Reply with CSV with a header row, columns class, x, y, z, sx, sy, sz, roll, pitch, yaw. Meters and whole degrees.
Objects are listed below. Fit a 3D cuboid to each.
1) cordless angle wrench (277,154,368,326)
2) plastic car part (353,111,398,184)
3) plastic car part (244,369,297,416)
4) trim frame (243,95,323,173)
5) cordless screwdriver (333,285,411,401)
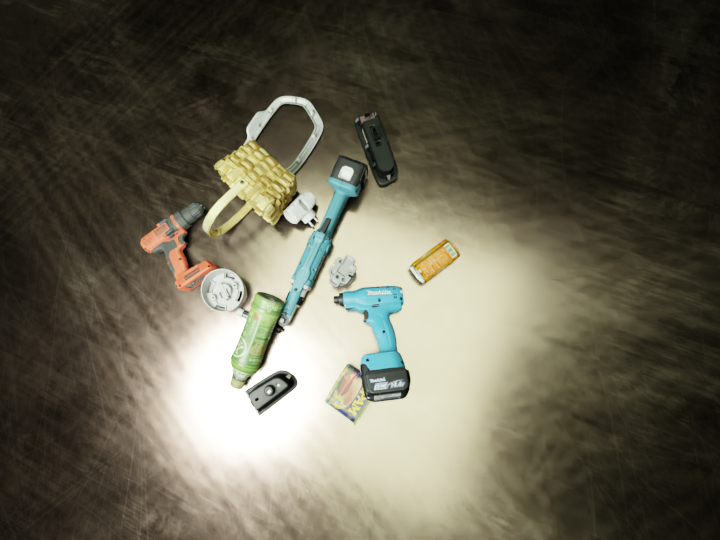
class,x,y,z,sx,sy,sz,roll,pitch,yaw
cordless angle wrench,-0.098,-0.064,1.004,0.076,0.096,0.423,23,85,7
plastic car part,0.044,-0.314,1.056,0.066,0.066,0.206,-16,78,-7
plastic car part,-0.203,0.268,0.941,0.116,0.069,0.067,-35,80,0
trim frame,-0.209,-0.352,1.110,0.189,0.027,0.248,30,84,13
cordless screwdriver,0.023,0.149,0.914,0.160,0.071,0.256,-5,57,4
